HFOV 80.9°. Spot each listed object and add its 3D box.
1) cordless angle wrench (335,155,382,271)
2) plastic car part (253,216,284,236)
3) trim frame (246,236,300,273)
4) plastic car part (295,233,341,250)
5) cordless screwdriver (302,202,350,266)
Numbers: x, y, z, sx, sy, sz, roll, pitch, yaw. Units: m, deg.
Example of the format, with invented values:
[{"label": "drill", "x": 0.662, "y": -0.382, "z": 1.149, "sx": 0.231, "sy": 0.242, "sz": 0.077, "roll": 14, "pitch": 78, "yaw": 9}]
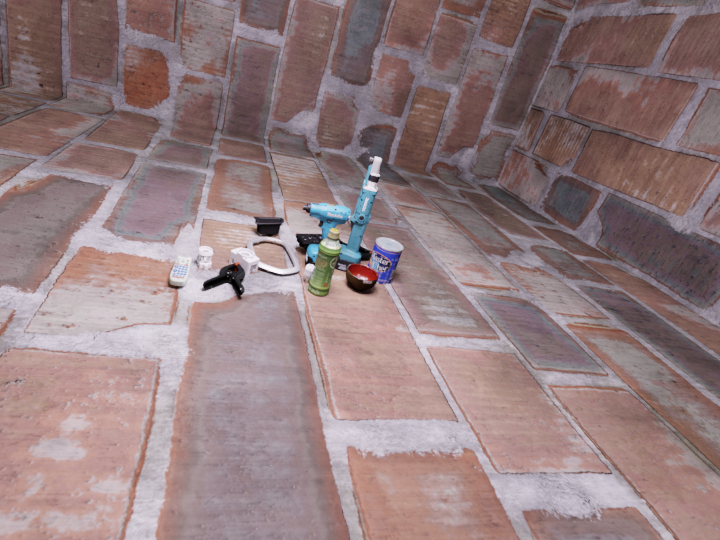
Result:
[{"label": "cordless angle wrench", "x": 0.002, "y": -0.190, "z": 1.471, "sx": 0.098, "sy": 0.417, "sz": 0.075, "roll": 17, "pitch": 25, "yaw": -2}, {"label": "plastic car part", "x": -0.353, "y": -0.166, "z": 1.629, "sx": 0.112, "sy": 0.070, "sz": 0.069, "roll": 1, "pitch": 30, "yaw": -28}, {"label": "trim frame", "x": -0.303, "y": -0.055, "z": 1.485, "sx": 0.177, "sy": 0.027, "sz": 0.262, "roll": 1, "pitch": 29, "yaw": -26}, {"label": "plastic car part", "x": -0.158, "y": -0.103, "z": 1.613, "sx": 0.194, "sy": 0.066, "sz": 0.070, "roll": -8, "pitch": 35, "yaw": -40}, {"label": "cordless screwdriver", "x": -0.141, "y": -0.112, "z": 1.437, "sx": 0.155, "sy": 0.245, "sz": 0.077, "roll": 9, "pitch": 26, "yaw": -16}]
